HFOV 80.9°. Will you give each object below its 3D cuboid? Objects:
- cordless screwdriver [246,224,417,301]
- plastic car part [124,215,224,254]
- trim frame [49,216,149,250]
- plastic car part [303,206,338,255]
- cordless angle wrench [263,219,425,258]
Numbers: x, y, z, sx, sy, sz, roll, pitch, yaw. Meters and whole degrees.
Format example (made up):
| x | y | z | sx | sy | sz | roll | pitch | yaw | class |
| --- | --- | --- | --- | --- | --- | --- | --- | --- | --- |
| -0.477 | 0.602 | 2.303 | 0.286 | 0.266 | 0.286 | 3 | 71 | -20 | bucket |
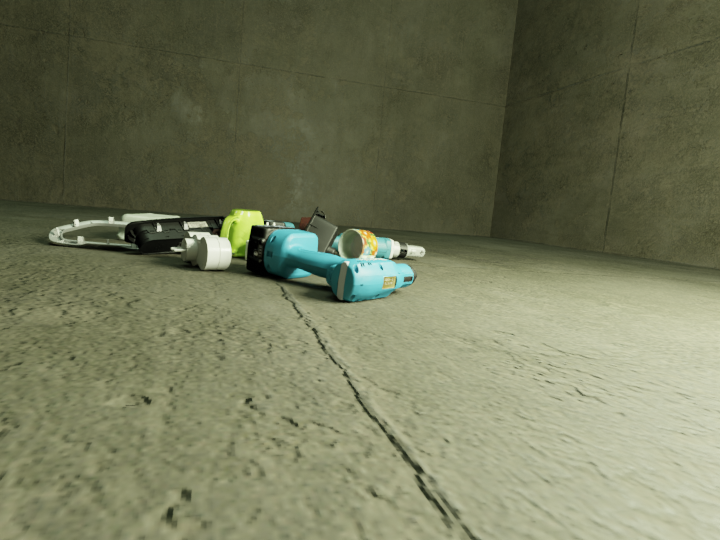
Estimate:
| x | y | z | sx | sy | sz | roll | pitch | yaw | class |
| --- | --- | --- | --- | --- | --- | --- | --- | --- | --- |
| -0.049 | -0.013 | 0.639 | 0.263 | 0.074 | 0.152 | 17 | 13 | 40 | cordless screwdriver |
| -0.353 | -0.064 | 0.821 | 0.194 | 0.069 | 0.067 | -5 | -31 | -47 | plastic car part |
| -0.497 | -0.076 | 0.868 | 0.244 | 0.027 | 0.190 | 5 | 21 | -12 | trim frame |
| -0.080 | -0.052 | 0.820 | 0.072 | 0.117 | 0.064 | 21 | -18 | 8 | plastic car part |
| -0.031 | -0.062 | 1.014 | 0.410 | 0.074 | 0.101 | 5 | 7 | -19 | cordless angle wrench |
